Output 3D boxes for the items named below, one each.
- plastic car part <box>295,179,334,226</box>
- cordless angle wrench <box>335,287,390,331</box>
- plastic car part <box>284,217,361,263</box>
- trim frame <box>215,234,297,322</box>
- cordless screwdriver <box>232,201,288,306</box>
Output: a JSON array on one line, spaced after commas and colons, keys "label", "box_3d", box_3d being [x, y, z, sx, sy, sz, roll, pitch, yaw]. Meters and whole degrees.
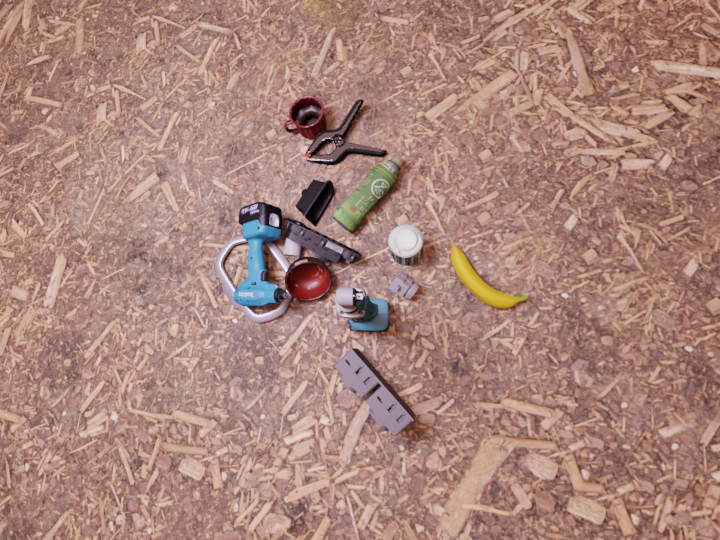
[{"label": "plastic car part", "box_3d": [-0.124, -0.184, 1.090, 0.074, 0.063, 0.117, 23, 79, 28]}, {"label": "cordless angle wrench", "box_3d": [-0.001, 0.073, 0.812, 0.099, 0.411, 0.075, 0, 80, 7]}, {"label": "plastic car part", "box_3d": [-0.101, -0.066, 1.030, 0.203, 0.066, 0.067, 30, 104, 0]}, {"label": "trim frame", "box_3d": [-0.272, 0.014, 1.086, 0.184, 0.027, 0.256, -40, 74, -1]}, {"label": "cordless screwdriver", "box_3d": [-0.231, -0.039, 1.018, 0.166, 0.070, 0.251, -6, 77, 37]}]
